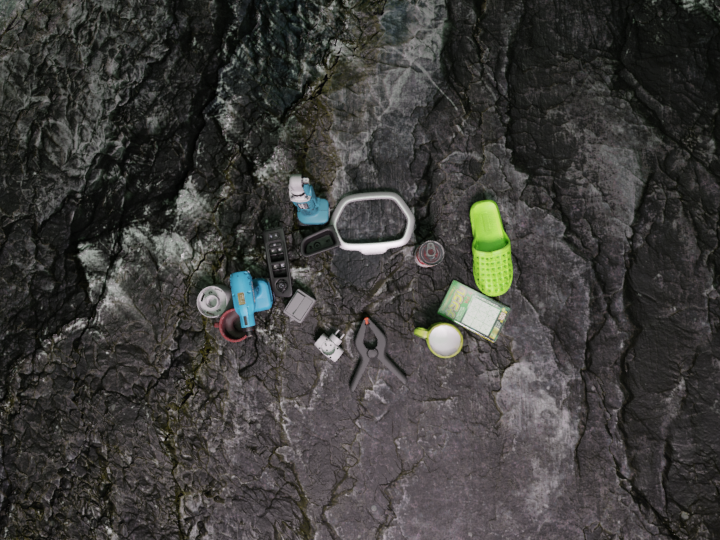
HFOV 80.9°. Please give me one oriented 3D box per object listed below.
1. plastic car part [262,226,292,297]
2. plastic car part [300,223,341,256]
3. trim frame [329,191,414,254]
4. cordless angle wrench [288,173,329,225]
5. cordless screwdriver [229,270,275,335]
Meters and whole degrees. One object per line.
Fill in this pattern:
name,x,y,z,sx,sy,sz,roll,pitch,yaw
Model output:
plastic car part,-0.237,-0.020,1.236,0.066,0.066,0.205,-10,84,1
plastic car part,-0.120,-0.079,1.231,0.117,0.070,0.067,-22,86,1
trim frame,0.032,-0.140,1.246,0.250,0.027,0.185,-4,84,4
cordless angle wrench,-0.137,-0.177,1.067,0.098,0.419,0.075,1,87,-1
cordless screwdriver,-0.286,0.086,1.138,0.074,0.246,0.160,-11,86,-1
